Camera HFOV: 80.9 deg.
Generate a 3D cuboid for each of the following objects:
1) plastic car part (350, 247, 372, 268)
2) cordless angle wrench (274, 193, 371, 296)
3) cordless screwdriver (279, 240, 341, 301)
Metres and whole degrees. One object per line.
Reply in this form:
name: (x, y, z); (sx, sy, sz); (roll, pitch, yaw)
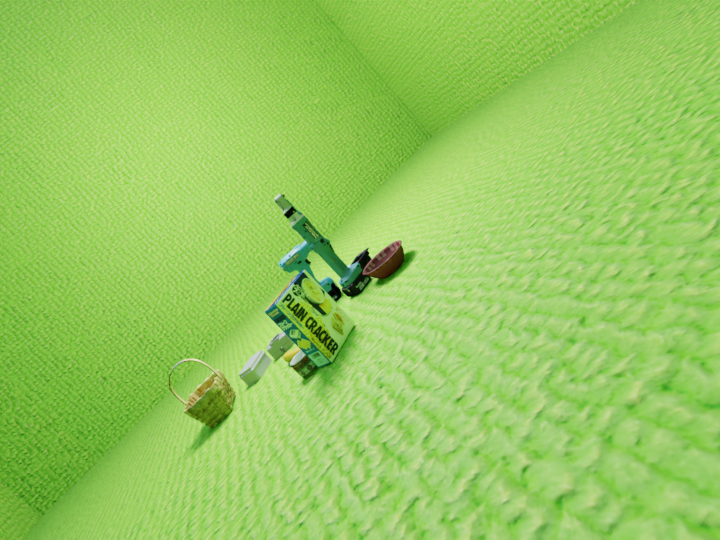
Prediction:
plastic car part: (0.012, -0.022, 1.532); (0.067, 0.070, 0.116); (-38, 12, 29)
cordless angle wrench: (-0.139, -0.091, 1.423); (0.097, 0.418, 0.076); (-47, 7, -34)
cordless screwdriver: (-0.165, 0.009, 1.570); (0.160, 0.246, 0.075); (-42, 7, 6)
